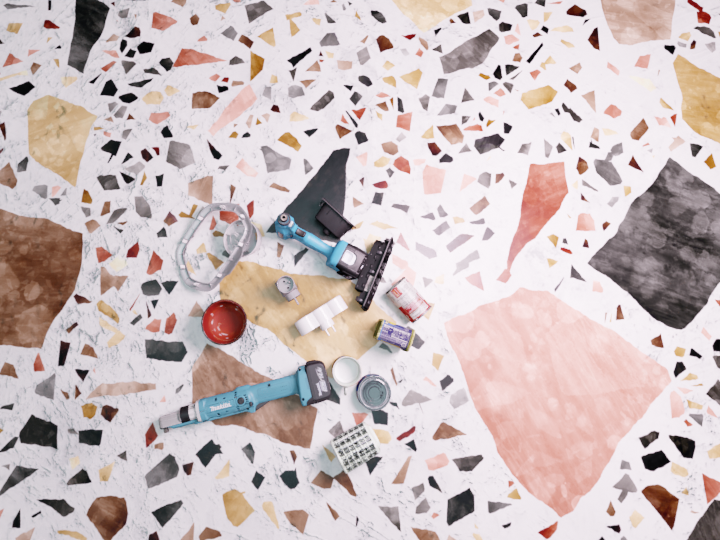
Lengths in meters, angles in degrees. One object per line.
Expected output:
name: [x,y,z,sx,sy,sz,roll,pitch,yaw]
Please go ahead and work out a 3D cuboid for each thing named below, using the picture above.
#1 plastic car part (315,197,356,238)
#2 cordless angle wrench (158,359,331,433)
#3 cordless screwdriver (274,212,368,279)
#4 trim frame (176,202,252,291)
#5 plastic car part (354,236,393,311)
plastic car part: [-0.077,-0.131,1.131,0.071,0.065,0.117,-44,87,6]
cordless angle wrench: [-0.285,0.316,1.031,0.422,0.073,0.099,-14,81,-2]
cordless screwdriver: [-0.104,-0.068,1.064,0.250,0.158,0.074,29,80,1]
trim frame: [-0.381,-0.065,1.093,0.191,0.026,0.248,36,91,19]
plastic car part: [0.032,0.002,1.106,0.070,0.063,0.203,22,80,26]
